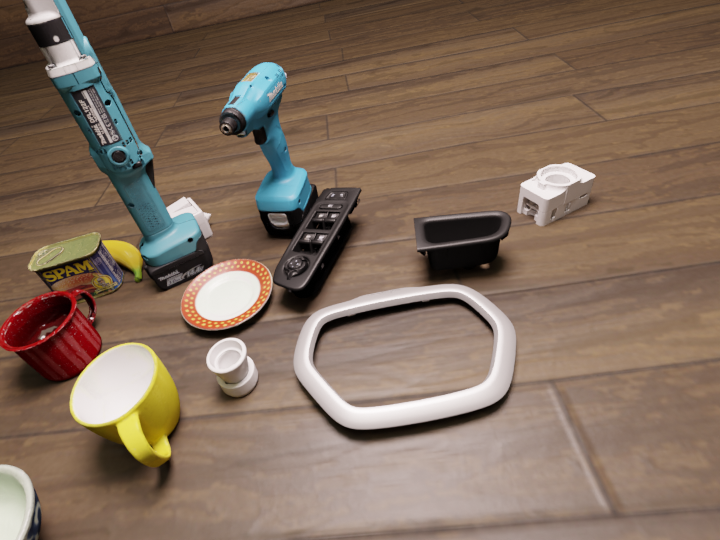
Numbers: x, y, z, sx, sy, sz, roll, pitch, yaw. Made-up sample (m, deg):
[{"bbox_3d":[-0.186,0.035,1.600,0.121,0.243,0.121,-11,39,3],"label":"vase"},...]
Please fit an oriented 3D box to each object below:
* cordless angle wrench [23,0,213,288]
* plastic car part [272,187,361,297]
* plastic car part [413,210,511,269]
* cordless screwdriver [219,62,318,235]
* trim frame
[{"bbox_3d":[-0.305,-0.153,0.534,0.096,0.406,0.078,-24,44,-16],"label":"cordless angle wrench"},{"bbox_3d":[-0.059,-0.039,0.603,0.069,0.064,0.203,9,47,21],"label":"plastic car part"},{"bbox_3d":[0.131,-0.031,0.544,0.118,0.068,0.068,-4,43,10],"label":"plastic car part"},{"bbox_3d":[-0.130,-0.152,0.612,0.076,0.239,0.161,3,44,14],"label":"cordless screwdriver"},{"bbox_3d":[0.047,0.084,0.475,0.249,0.026,0.192,-13,43,0],"label":"trim frame"}]
